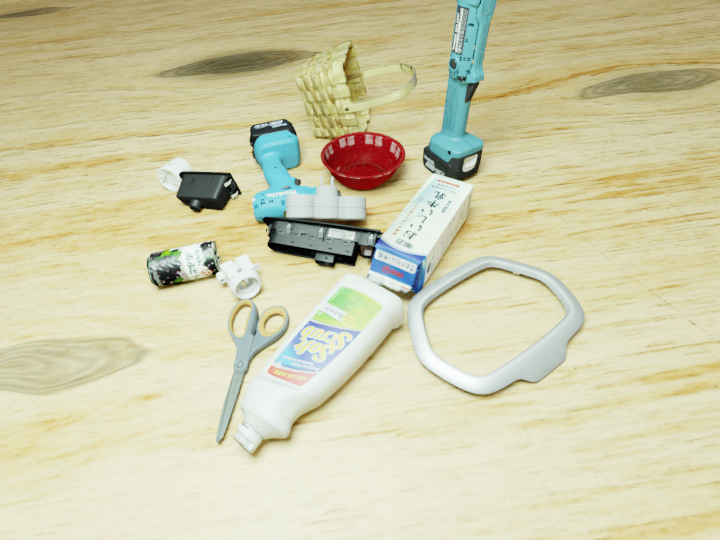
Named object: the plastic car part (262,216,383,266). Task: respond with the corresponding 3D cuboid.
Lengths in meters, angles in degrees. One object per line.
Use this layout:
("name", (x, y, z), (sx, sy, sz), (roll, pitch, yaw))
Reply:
("plastic car part", (-0.067, -0.044, 0.682), (0.209, 0.064, 0.067), (14, 75, 16))

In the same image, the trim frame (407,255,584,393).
("trim frame", (0.179, 0.064, 0.572), (0.243, 0.026, 0.194), (-28, 49, -22))

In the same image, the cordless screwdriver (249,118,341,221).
("cordless screwdriver", (-0.136, -0.199, 0.824), (0.158, 0.072, 0.259), (-11, 50, -5))

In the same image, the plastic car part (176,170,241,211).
("plastic car part", (-0.297, -0.145, 0.803), (0.119, 0.063, 0.072), (4, 61, 13))

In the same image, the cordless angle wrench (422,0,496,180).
("cordless angle wrench", (0.173, -0.339, 0.686), (0.073, 0.408, 0.103), (-22, 50, -19))
